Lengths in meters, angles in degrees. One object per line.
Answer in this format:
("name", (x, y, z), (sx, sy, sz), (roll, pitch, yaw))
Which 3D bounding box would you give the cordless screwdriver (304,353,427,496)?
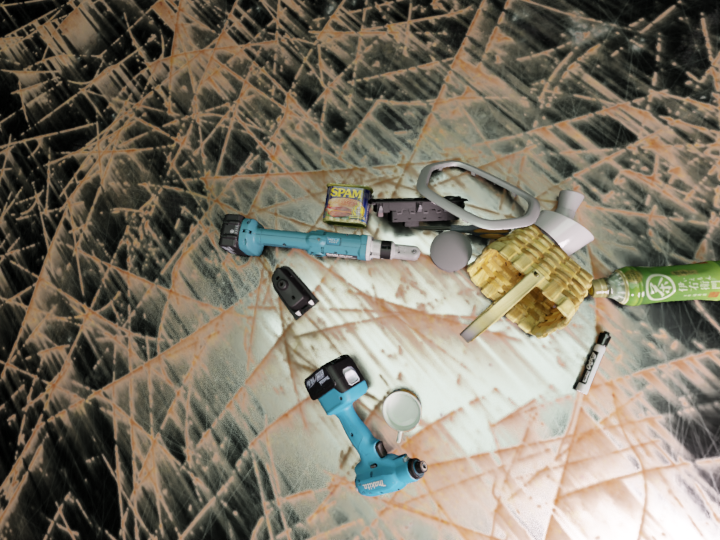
("cordless screwdriver", (0.007, 0.279, 0.780), (0.161, 0.071, 0.256), (-41, 71, 37))

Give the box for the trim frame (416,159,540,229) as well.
("trim frame", (0.226, -0.153, 0.833), (0.180, 0.026, 0.262), (-33, 51, -28))

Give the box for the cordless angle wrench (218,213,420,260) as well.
("cordless angle wrench", (-0.088, -0.058, 0.904), (0.431, 0.095, 0.075), (6, 77, 10))

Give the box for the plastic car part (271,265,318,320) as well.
("plastic car part", (-0.154, 0.040, 0.904), (0.066, 0.069, 0.120), (-40, 77, -1))

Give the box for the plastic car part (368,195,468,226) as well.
("plastic car part", (0.122, -0.124, 0.867), (0.202, 0.067, 0.067), (-6, 95, -3))
